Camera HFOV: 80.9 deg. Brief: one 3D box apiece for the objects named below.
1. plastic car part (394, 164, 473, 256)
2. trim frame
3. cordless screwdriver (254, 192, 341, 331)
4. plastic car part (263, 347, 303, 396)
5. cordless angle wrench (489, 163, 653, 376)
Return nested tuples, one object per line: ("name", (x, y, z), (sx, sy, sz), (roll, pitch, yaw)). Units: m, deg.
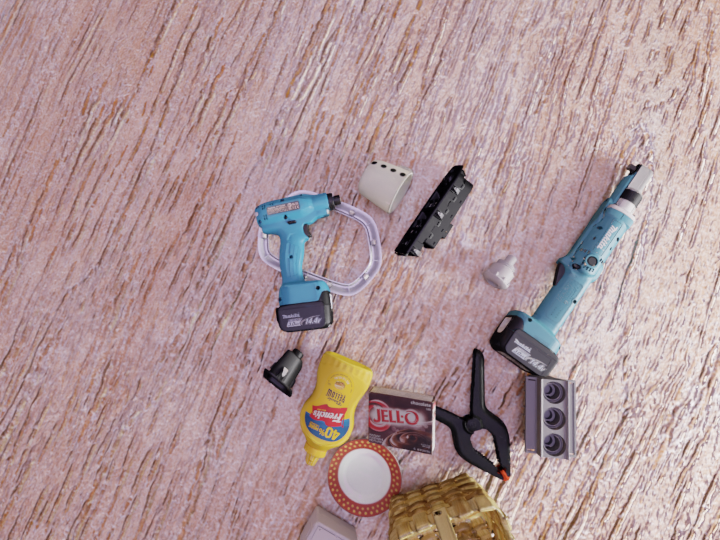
("plastic car part", (0.144, -0.104, 0.777), (0.067, 0.067, 0.203), (30, 86, -4))
("trim frame", (-0.079, -0.052, 0.810), (0.252, 0.027, 0.184), (22, 86, 6))
("cordless screwdriver", (-0.093, -0.019, 0.762), (0.160, 0.073, 0.253), (-13, 78, 3))
("plastic car part", (-0.130, 0.173, 0.749), (0.067, 0.115, 0.071), (34, 63, 4))
("cordless angle wrench", (0.387, -0.013, 0.739), (0.099, 0.073, 0.422), (36, 85, 6))
